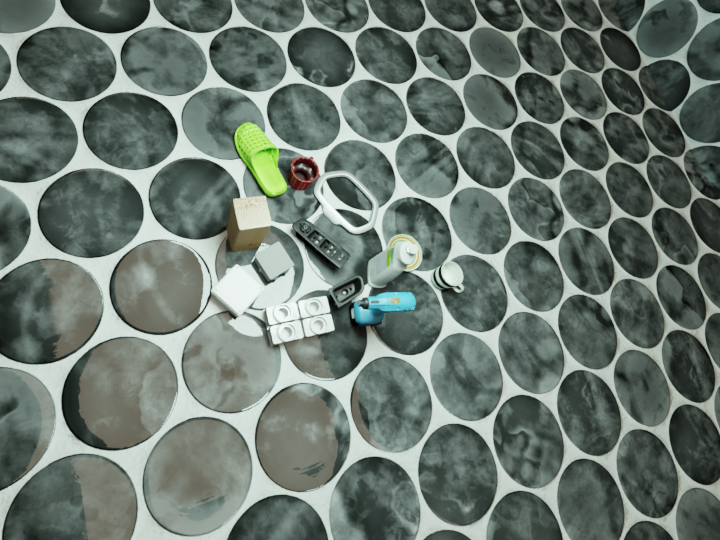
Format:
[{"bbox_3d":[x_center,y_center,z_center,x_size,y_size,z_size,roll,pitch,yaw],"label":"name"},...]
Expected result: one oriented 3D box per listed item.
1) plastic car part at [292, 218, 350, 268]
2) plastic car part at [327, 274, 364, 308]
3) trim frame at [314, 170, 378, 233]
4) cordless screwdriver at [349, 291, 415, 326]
[{"bbox_3d":[-0.130,-0.085,1.331,0.202,0.068,0.066,42,65,-2],"label":"plastic car part"},{"bbox_3d":[-0.046,0.066,1.305,0.114,0.072,0.067,-28,85,-25],"label":"plastic car part"},{"bbox_3d":[-0.046,-0.234,1.431,0.249,0.028,0.182,45,65,1],"label":"trim frame"},{"bbox_3d":[0.031,0.110,1.216,0.154,0.252,0.076,0,76,-21],"label":"cordless screwdriver"}]
